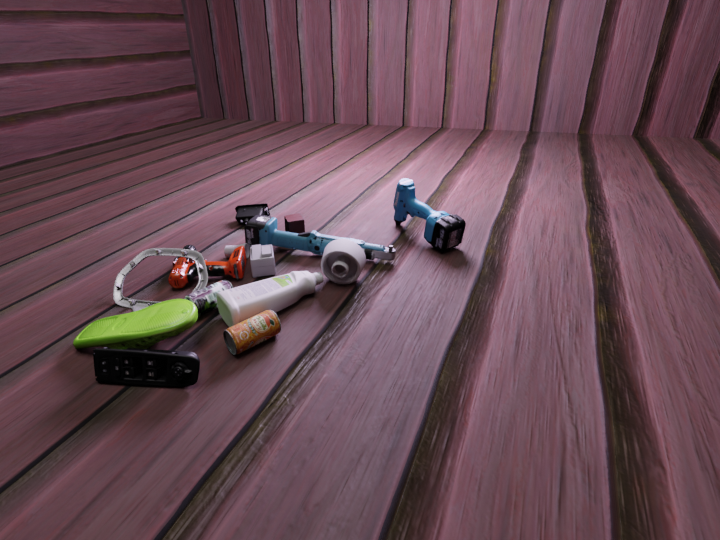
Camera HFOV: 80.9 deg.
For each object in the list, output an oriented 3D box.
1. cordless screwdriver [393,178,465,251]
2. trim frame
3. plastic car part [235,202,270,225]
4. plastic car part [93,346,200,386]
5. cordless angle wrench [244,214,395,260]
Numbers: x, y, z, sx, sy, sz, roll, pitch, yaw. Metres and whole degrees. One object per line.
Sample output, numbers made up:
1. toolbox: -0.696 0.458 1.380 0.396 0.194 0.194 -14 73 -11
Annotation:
1. cordless screwdriver: 0.183 -0.145 1.238 0.072 0.155 0.263 -20 48 -26
2. trim frame: -0.486 0.022 1.025 0.254 0.026 0.188 4 60 12
3. plastic car part: -0.367 -0.179 1.414 0.118 0.063 0.073 -3 42 6
4. plastic car part: -0.383 0.175 0.778 0.207 0.066 0.066 2 2 11
5. cordless angle wrench: -0.115 -0.075 1.175 0.434 0.095 0.074 10 30 15
